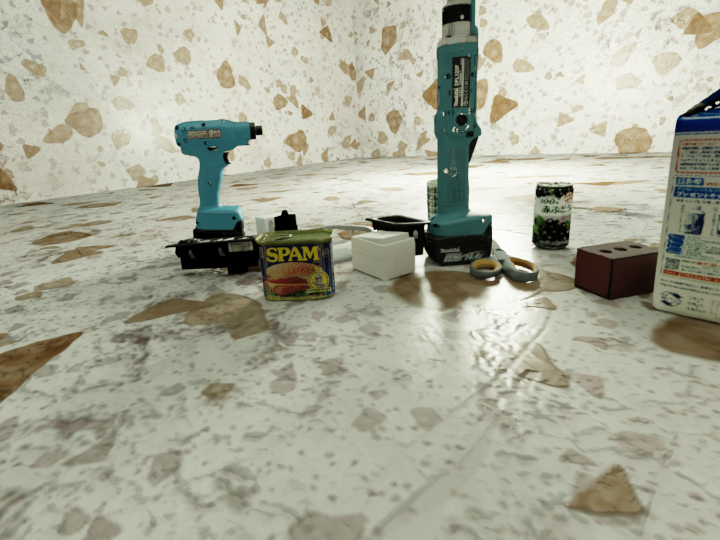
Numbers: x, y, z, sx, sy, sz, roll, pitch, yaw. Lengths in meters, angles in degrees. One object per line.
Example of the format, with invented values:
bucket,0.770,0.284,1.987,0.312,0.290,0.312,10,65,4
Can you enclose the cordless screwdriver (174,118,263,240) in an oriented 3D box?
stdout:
cordless screwdriver,-0.257,-0.161,0.810,0.158,0.244,0.076,-5,15,-7

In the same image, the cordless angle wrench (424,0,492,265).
cordless angle wrench,0.142,-0.220,0.624,0.098,0.415,0.076,-4,15,-2

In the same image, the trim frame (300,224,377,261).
trim frame,-0.076,-0.050,0.778,0.240,0.027,0.194,-15,21,-29

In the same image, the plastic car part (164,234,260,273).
plastic car part,-0.217,-0.029,0.685,0.208,0.066,0.066,1,17,16

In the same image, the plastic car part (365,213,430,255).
plastic car part,0.063,-0.052,0.685,0.064,0.069,0.122,-10,18,-21
